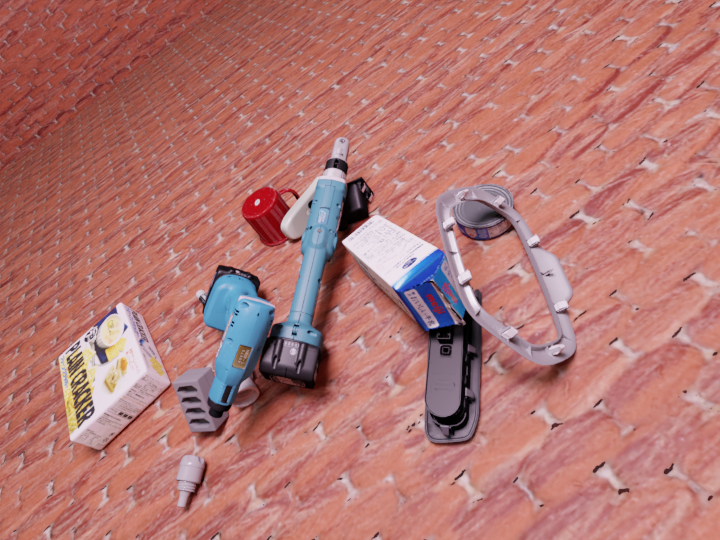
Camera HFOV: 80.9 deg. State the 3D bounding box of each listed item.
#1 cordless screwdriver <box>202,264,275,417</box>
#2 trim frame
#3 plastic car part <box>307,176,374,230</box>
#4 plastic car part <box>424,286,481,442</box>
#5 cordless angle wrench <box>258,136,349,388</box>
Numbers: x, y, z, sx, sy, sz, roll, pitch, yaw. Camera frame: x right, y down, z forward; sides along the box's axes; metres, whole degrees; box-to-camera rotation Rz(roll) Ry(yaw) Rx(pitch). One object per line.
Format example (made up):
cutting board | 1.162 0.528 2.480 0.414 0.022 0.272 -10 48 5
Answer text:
cordless screwdriver | -0.194 0.088 0.629 0.159 0.071 0.259 -68 24 4
trim frame | 0.176 -0.009 0.507 0.028 0.177 0.257 -53 35 44
plastic car part | -0.032 -0.108 0.764 0.119 0.062 0.073 -23 61 17
plastic car part | 0.111 0.101 0.516 0.068 0.064 0.207 -2 57 20
cordless angle wrench | -0.065 -0.042 0.660 0.075 0.096 0.430 9 64 2
